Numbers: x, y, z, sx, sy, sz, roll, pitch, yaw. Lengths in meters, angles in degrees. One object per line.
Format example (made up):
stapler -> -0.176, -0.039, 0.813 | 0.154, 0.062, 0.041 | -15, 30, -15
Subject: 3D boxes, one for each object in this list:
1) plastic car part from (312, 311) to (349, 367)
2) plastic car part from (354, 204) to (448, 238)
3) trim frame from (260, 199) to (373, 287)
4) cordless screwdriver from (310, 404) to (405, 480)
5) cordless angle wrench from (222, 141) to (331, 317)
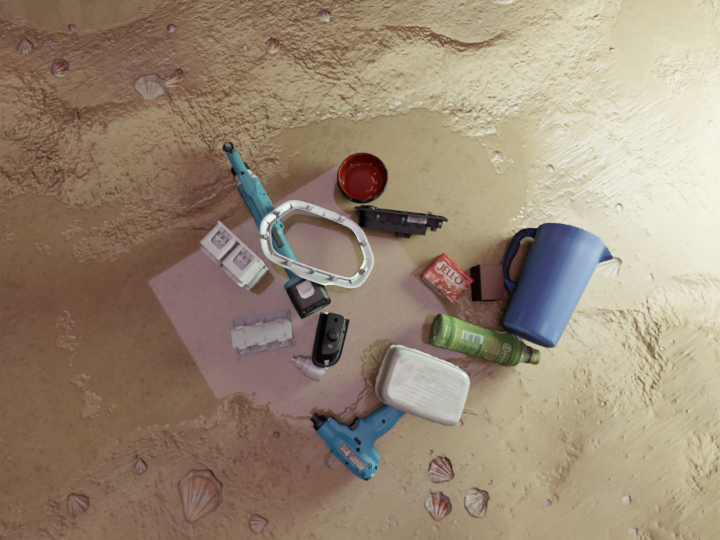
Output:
plastic car part -> -0.059, 0.134, 0.860 | 0.066, 0.070, 0.118 | 14, 57, -3
plastic car part -> 0.081, -0.109, 0.935 | 0.202, 0.067, 0.066 | 11, 108, -2
trim frame -> -0.084, -0.055, 0.863 | 0.243, 0.028, 0.187 | 20, 57, -12
cordless screwdriver -> 0.029, 0.273, 0.854 | 0.161, 0.074, 0.248 | 42, 83, 4
cordless angle wrench -> -0.196, -0.101, 0.913 | 0.074, 0.096, 0.432 | -28, 78, -8
